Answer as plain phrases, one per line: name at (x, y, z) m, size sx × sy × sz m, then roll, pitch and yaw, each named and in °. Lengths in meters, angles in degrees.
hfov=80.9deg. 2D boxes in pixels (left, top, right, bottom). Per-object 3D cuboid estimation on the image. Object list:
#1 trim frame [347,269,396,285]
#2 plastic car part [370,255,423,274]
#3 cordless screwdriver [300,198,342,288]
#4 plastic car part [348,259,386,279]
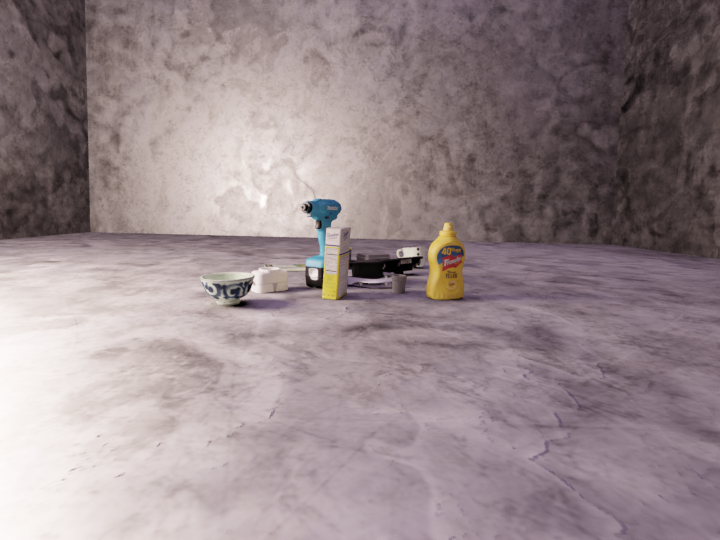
trim frame at (0.004, 0.022, 1.289) m, size 0.261 × 0.027 × 0.176 m, roll 8°, pitch 10°, yaw 39°
plastic car part at (0.110, -0.016, 1.430) m, size 0.197 × 0.066 × 0.069 m, roll -2°, pitch 7°, yaw -21°
cordless screwdriver at (-0.115, -0.075, 1.174) m, size 0.078 × 0.247 × 0.153 m, roll 5°, pitch 6°, yaw 31°
plastic car part at (0.019, 0.003, 1.272) m, size 0.119 × 0.070 × 0.065 m, roll 3°, pitch 6°, yaw 13°
